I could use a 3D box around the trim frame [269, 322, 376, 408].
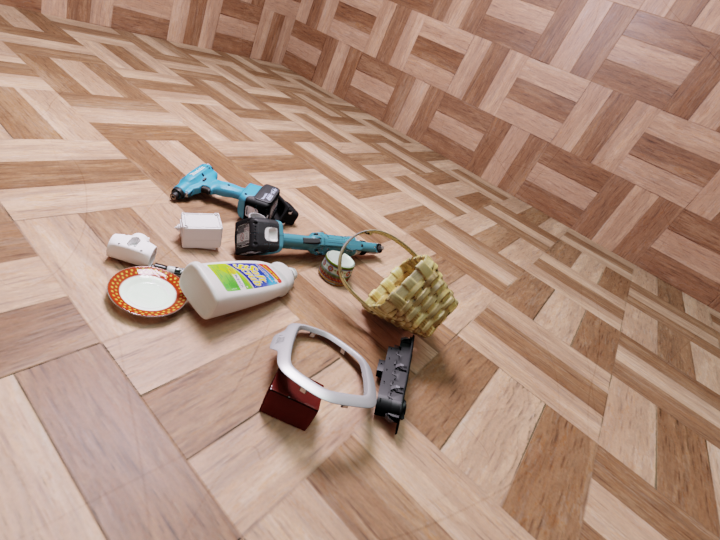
[{"bbox_3d":[-0.060,0.150,0.694,0.183,0.027,0.252,26,11,-7],"label":"trim frame"}]

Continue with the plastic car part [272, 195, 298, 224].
[{"bbox_3d":[-0.208,-0.164,1.151,0.067,0.066,0.123,21,21,-40],"label":"plastic car part"}]

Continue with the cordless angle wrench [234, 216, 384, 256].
[{"bbox_3d":[-0.101,-0.066,1.030,0.402,0.075,0.102,3,-8,-42],"label":"cordless angle wrench"}]

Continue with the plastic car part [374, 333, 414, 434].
[{"bbox_3d":[0.060,0.190,0.746,0.067,0.065,0.205,15,29,1],"label":"plastic car part"}]

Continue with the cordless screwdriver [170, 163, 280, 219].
[{"bbox_3d":[-0.338,-0.186,1.063,0.253,0.073,0.159,21,38,7],"label":"cordless screwdriver"}]
